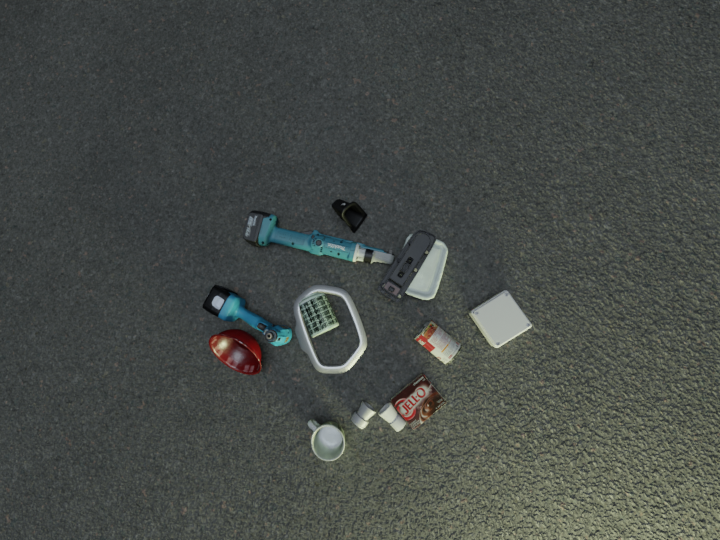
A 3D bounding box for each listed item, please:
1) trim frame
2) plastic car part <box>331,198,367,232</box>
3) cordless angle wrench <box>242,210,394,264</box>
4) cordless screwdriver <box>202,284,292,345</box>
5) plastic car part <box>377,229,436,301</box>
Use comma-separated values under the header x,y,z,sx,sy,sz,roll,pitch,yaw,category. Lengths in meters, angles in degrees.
x,y,z,sx,sy,sz,roll,pitch,yaw,category
-0.089,0.158,1.163,0.185,0.027,0.253,-23,80,2,trim frame
-0.041,-0.165,1.177,0.075,0.110,0.066,32,85,32,plastic car part
-0.116,-0.076,1.188,0.429,0.073,0.098,13,83,7,cordless angle wrench
-0.306,0.126,1.132,0.255,0.155,0.074,27,85,12,cordless screwdriver
0.122,-0.022,1.088,0.068,0.065,0.203,32,83,16,plastic car part
